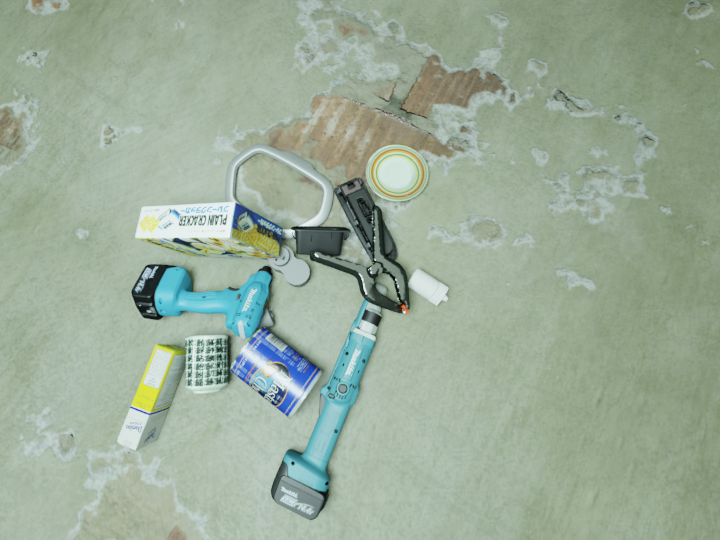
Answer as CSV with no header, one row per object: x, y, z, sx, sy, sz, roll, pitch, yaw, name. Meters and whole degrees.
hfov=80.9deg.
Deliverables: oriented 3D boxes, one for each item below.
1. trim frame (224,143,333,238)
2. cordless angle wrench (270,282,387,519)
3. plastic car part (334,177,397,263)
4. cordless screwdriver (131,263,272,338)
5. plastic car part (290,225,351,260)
-0.178,-0.174,0.910,0.254,0.027,0.184,30,80,10,trim frame
-0.036,0.220,0.788,0.099,0.073,0.425,22,76,4,cordless angle wrench
0.018,-0.104,0.870,0.065,0.067,0.206,-23,80,-12,plastic car part
-0.301,0.037,0.829,0.252,0.072,0.162,8,46,7,cordless screwdriver
-0.084,-0.055,0.856,0.115,0.068,0.070,-3,99,-11,plastic car part
